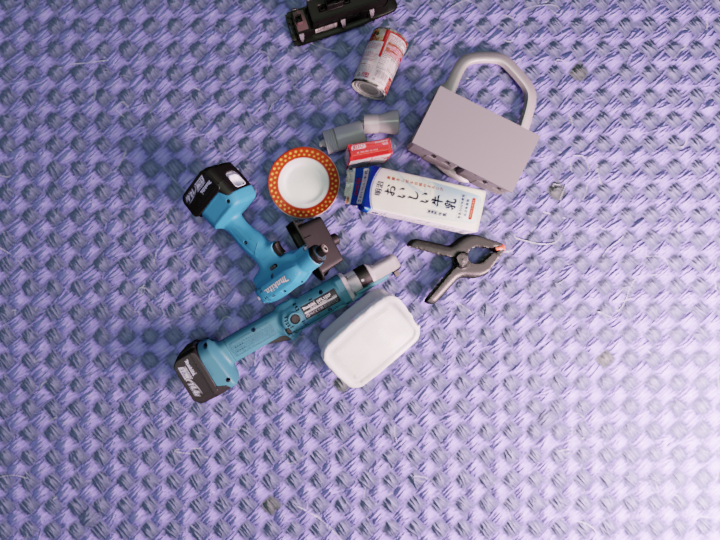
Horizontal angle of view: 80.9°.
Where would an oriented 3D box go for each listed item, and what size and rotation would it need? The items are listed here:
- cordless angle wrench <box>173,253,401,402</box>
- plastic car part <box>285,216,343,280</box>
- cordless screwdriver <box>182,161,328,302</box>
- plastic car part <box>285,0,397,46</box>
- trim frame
[{"bbox_3d":[-0.117,0.082,0.746,0.421,0.075,0.097,-30,98,-4],"label":"cordless angle wrench"},{"bbox_3d":[-0.074,-0.048,0.756,0.070,0.067,0.116,-33,94,-16],"label":"plastic car part"},{"bbox_3d":[-0.175,-0.075,0.717,0.162,0.073,0.248,-36,92,30],"label":"cordless screwdriver"},{"bbox_3d":[-0.032,-0.475,0.759,0.202,0.067,0.067,-18,85,-4],"label":"plastic car part"},{"bbox_3d":[0.218,-0.280,0.774,0.184,0.027,0.248,18,91,-1],"label":"trim frame"}]
